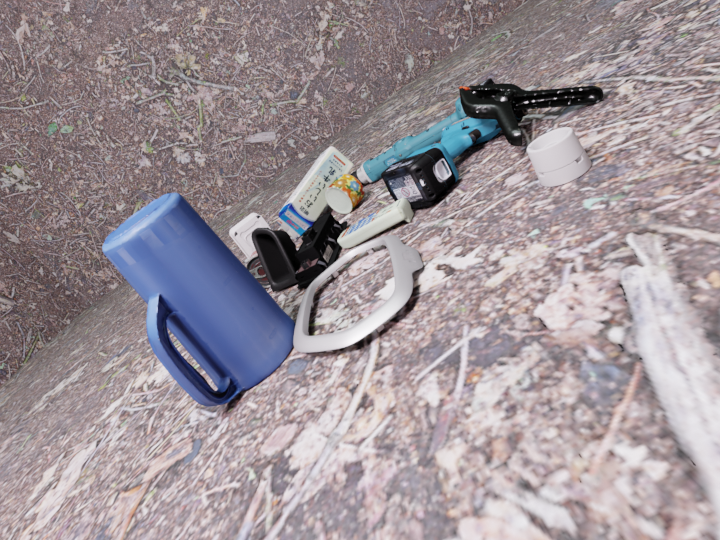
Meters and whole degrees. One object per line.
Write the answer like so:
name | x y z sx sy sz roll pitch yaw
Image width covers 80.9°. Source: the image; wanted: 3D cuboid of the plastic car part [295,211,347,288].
plastic car part | -0.074 -0.049 0.762 0.067 0.065 0.204 -34 17 27

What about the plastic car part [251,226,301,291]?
plastic car part | -0.142 -0.030 0.768 0.068 0.117 0.068 -24 -3 31

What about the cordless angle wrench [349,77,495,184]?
cordless angle wrench | 0.103 -0.269 0.941 0.436 0.073 0.097 -22 18 38

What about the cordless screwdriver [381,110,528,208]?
cordless screwdriver | 0.160 -0.200 0.708 0.245 0.072 0.166 -44 22 -31

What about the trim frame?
trim frame | -0.007 0.023 0.551 0.186 0.027 0.253 -32 20 13
